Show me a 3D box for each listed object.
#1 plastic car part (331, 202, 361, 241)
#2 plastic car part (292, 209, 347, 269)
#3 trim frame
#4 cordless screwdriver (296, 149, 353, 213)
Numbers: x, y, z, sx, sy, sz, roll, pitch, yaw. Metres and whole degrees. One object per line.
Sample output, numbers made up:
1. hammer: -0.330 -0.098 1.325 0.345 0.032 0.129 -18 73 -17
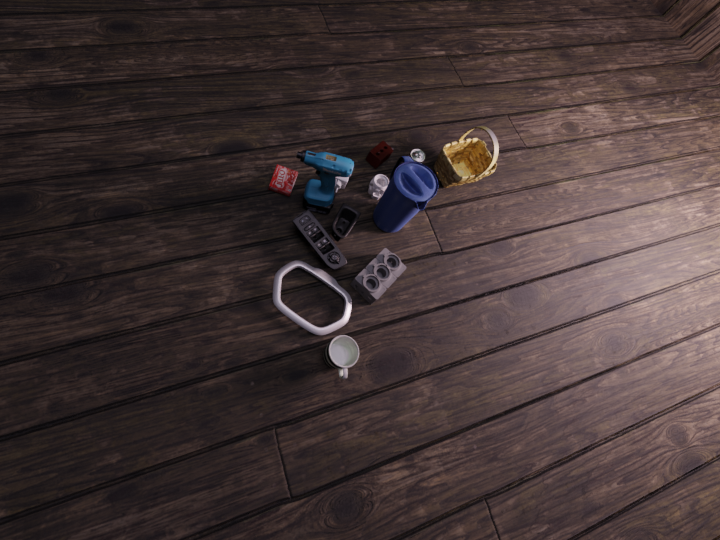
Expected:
1. plastic car part: -0.058 -0.139 1.312 0.066 0.071 0.117 30 63 -2
2. plastic car part: -0.124 -0.081 1.273 0.065 0.067 0.207 -35 78 -25
3. trim frame: -0.140 0.076 1.220 0.250 0.027 0.184 32 63 3
4. cordless screwdriver: -0.128 -0.265 1.254 0.157 0.248 0.075 15 66 -11
